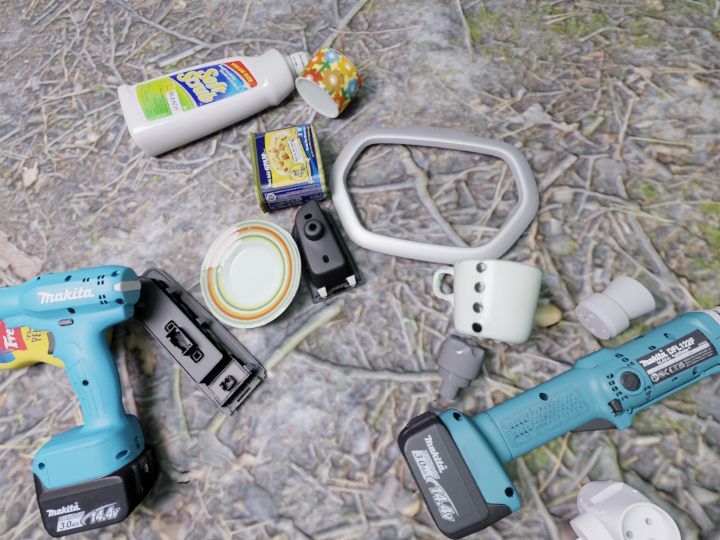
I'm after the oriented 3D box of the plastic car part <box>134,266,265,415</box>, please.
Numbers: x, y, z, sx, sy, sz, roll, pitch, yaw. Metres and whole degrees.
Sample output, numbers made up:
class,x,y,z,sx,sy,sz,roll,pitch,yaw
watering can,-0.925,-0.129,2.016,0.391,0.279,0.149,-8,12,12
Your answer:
class,x,y,z,sx,sy,sz,roll,pitch,yaw
plastic car part,-0.206,0.072,0.484,0.211,0.064,0.066,40,88,19

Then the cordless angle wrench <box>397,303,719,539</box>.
class,x,y,z,sx,sy,sz,roll,pitch,yaw
cordless angle wrench,0.242,0.109,0.404,0.422,0.072,0.101,-25,72,-3

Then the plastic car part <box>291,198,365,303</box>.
class,x,y,z,sx,sy,sz,roll,pitch,yaw
plastic car part,-0.048,-0.031,0.487,0.066,0.069,0.119,-22,75,-3

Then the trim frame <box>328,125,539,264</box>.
class,x,y,z,sx,sy,sz,roll,pitch,yaw
trim frame,0.084,-0.099,0.514,0.254,0.027,0.186,8,75,12

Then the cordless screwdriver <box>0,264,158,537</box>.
class,x,y,z,sx,sy,sz,roll,pitch,yaw
cordless screwdriver,-0.300,0.125,0.433,0.159,0.074,0.250,-8,87,-1
